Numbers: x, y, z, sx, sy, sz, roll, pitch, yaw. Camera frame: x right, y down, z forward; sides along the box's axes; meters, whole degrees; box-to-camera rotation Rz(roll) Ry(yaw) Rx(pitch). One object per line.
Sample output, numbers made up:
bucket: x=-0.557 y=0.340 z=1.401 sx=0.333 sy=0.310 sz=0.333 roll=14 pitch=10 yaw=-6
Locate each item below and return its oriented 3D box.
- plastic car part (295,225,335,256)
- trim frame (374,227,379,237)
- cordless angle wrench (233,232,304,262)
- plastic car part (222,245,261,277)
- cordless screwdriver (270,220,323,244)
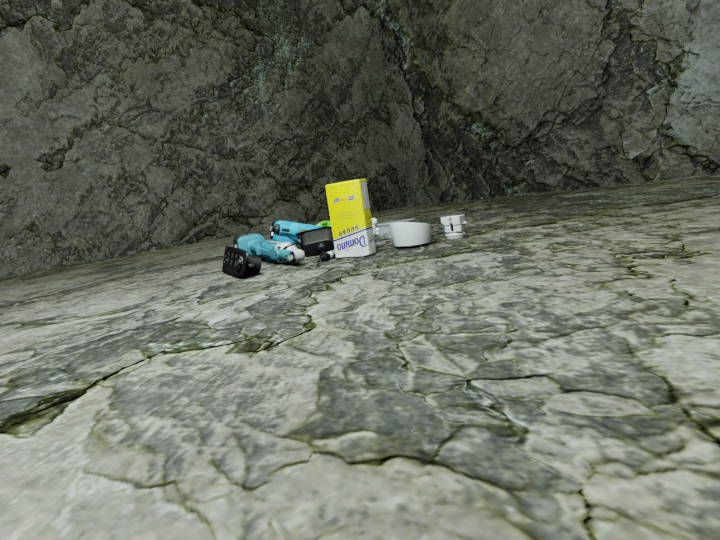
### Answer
plastic car part: x=-0.111 y=-0.072 z=1.132 sx=0.118 sy=0.063 sz=0.073 roll=-13 pitch=32 yaw=10
trim frame: x=0.027 y=-0.128 z=1.464 sx=0.258 sy=0.027 sz=0.179 roll=-2 pitch=10 yaw=26
cordless angle wrench: x=-0.250 y=-0.057 z=1.163 sx=0.095 sy=0.073 sz=0.442 roll=-12 pitch=12 yaw=-29
plastic car part: x=-0.276 y=-0.016 z=0.985 sx=0.064 sy=0.066 sz=0.211 roll=17 pitch=-4 yaw=-25
cordless screwdriver: x=-0.225 y=-0.118 z=1.299 sx=0.153 sy=0.074 sz=0.258 roll=5 pitch=2 yaw=-25
